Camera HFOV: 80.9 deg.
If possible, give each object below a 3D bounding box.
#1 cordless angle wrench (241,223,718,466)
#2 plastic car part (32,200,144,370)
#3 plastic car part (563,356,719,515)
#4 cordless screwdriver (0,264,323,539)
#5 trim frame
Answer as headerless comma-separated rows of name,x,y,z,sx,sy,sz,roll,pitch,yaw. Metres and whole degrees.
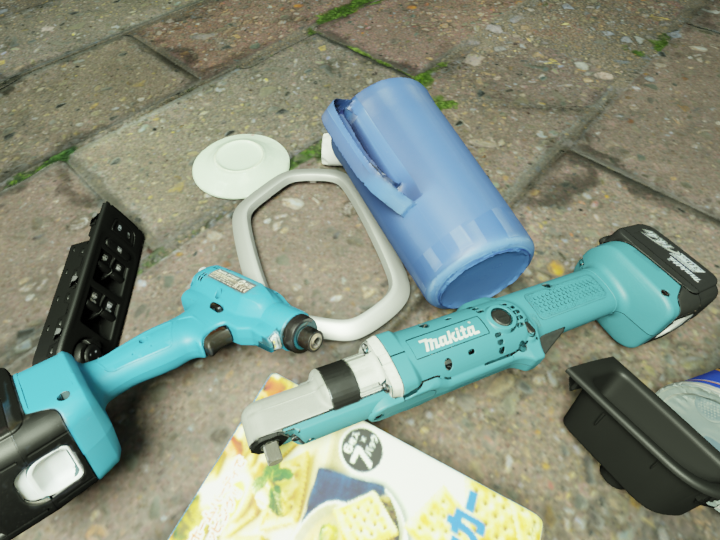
cordless angle wrench,0.109,0.054,0.351,0.413,0.072,0.103,-15,52,-20
plastic car part,-0.274,0.028,0.422,0.067,0.063,0.211,-13,55,1
plastic car part,0.210,0.136,0.329,0.063,0.070,0.123,-4,41,-29
cordless screwdriver,-0.158,0.082,0.325,0.168,0.072,0.243,17,38,38
trim frame,-0.047,-0.031,0.483,0.182,0.026,0.260,-18,54,-11
